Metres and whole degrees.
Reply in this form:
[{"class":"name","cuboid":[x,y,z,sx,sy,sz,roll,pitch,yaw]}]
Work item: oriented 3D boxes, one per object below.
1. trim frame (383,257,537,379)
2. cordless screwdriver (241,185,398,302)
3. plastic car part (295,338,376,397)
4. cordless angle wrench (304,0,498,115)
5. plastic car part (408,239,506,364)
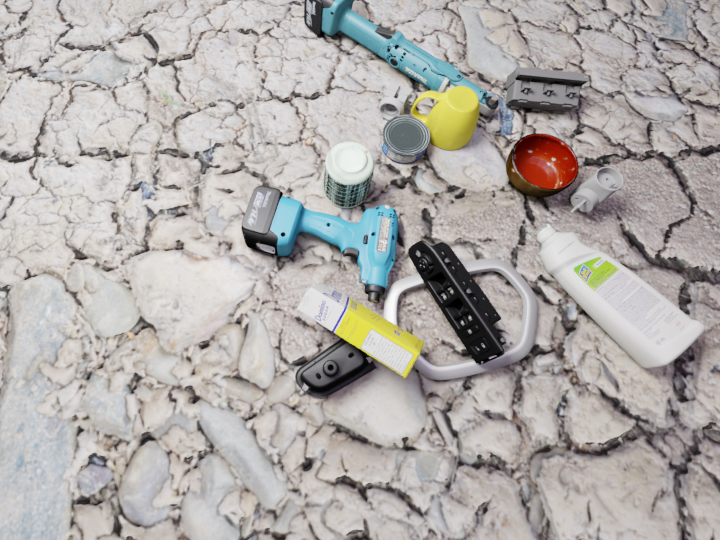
[{"class":"trim frame","cuboid":[0.158,0.068,0.666,0.247,0.027,0.189,-15,71,-3]},{"class":"cordless screwdriver","cuboid":[-0.067,-0.044,0.684,0.249,0.073,0.161,10,69,0]},{"class":"plastic car part","cuboid":[-0.038,0.141,0.617,0.115,0.070,0.068,-29,74,-14]},{"class":"cordless angle wrench","cuboid":[0.079,-0.423,0.820,0.430,0.097,0.074,36,73,8]},{"class":"plastic car part","cuboid":[0.150,0.033,0.637,0.066,0.065,0.209,-28,72,-21]}]
